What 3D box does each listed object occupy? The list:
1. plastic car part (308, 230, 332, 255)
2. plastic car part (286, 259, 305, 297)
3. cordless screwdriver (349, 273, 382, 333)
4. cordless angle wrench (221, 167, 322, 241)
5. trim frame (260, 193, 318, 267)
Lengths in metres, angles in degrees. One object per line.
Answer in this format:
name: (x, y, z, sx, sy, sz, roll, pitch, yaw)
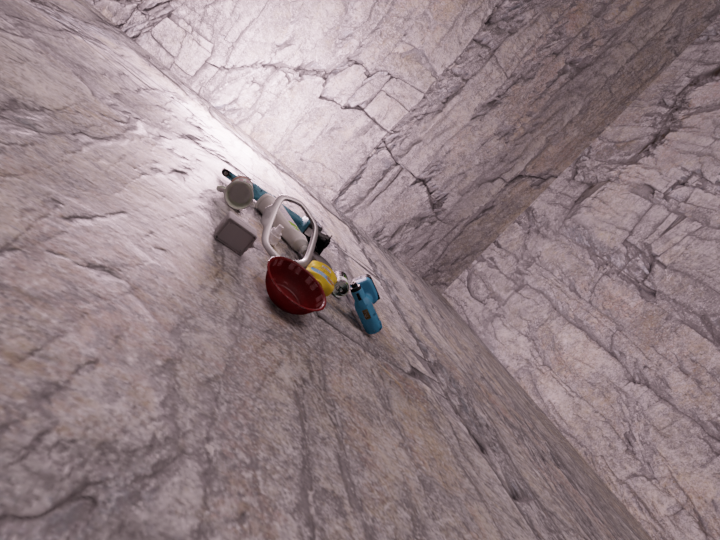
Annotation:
plastic car part: (-0.133, -0.087, 1.361, 0.066, 0.066, 0.206, 43, -14, -7)
plastic car part: (-0.145, 0.045, 1.027, 0.115, 0.067, 0.071, 44, 25, -10)
cordless screwdriver: (0.007, 0.072, 1.286, 0.252, 0.075, 0.156, -94, 160, -74)
cordless angle wrench: (-0.324, -0.245, 1.540, 0.404, 0.074, 0.102, 34, 13, -27)
trim frame: (-0.202, -0.114, 1.212, 0.176, 0.028, 0.253, 34, 48, -26)
